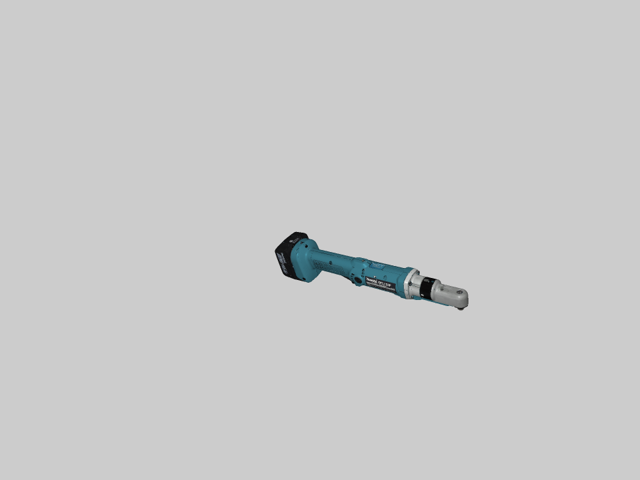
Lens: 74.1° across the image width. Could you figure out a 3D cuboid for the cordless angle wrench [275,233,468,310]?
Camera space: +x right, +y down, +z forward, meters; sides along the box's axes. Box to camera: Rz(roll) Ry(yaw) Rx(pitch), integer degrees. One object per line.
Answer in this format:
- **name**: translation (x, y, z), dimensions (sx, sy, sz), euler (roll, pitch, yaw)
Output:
- **cordless angle wrench**: translation (0.089, 0.067, 0.860), dimensions (0.423, 0.098, 0.074), euler (12, 42, 37)
